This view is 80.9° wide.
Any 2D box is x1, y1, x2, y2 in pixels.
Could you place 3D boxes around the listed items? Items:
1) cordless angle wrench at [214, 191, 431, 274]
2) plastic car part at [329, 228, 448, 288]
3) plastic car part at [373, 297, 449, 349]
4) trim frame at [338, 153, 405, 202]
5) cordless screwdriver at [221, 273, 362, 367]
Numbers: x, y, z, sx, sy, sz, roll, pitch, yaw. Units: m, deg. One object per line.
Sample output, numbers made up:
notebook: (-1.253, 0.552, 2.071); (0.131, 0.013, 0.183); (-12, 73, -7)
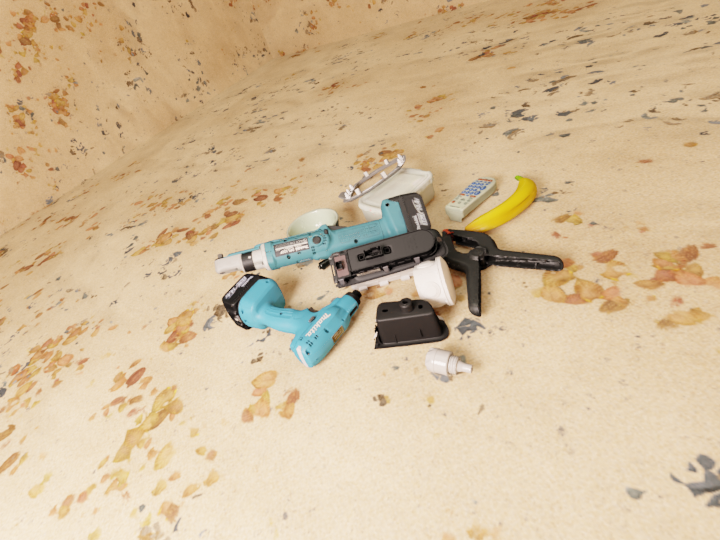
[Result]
cordless angle wrench: (-0.081, -0.053, 0.829); (0.424, 0.072, 0.101); (-14, 71, 2)
plastic car part: (0.043, -0.030, 0.720); (0.205, 0.064, 0.068); (-14, 66, 9)
plastic car part: (0.071, 0.074, 0.658); (0.120, 0.067, 0.067); (-11, 38, 21)
trim frame: (0.028, -0.226, 1.027); (0.187, 0.027, 0.251); (-30, 18, 18)
cordless screwdriver: (-0.128, 0.067, 0.779); (0.263, 0.071, 0.158); (16, 51, 37)
